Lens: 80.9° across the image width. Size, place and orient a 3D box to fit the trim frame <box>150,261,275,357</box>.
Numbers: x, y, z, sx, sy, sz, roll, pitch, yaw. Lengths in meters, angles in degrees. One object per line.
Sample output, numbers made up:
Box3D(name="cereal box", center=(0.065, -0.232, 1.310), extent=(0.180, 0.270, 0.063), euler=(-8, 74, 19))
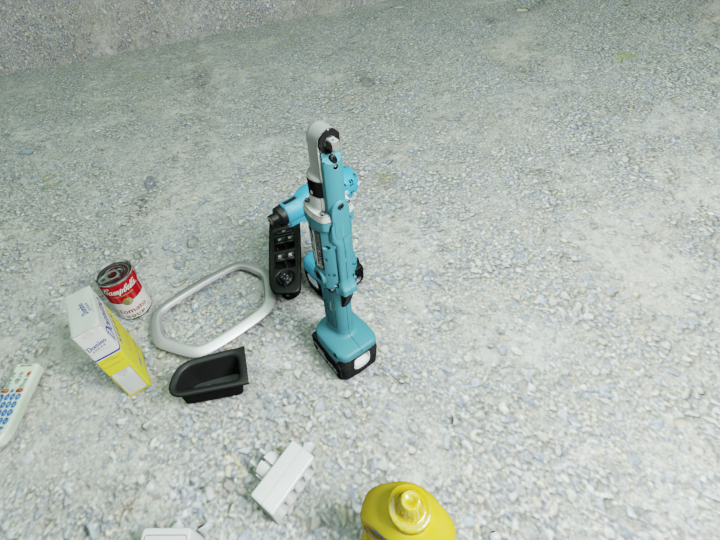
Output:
Box3D(name="trim frame", center=(-0.273, 0.066, 0.796), extent=(0.244, 0.026, 0.194), euler=(-36, 52, -25))

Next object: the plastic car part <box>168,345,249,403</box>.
Box3D(name="plastic car part", center=(-0.228, 0.174, 0.657), extent=(0.115, 0.068, 0.069), euler=(-14, 46, -6))

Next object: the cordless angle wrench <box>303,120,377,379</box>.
Box3D(name="cordless angle wrench", center=(-0.033, -0.003, 0.564), extent=(0.073, 0.407, 0.103), euler=(-28, 51, -23))

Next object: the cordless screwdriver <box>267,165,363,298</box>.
Box3D(name="cordless screwdriver", center=(-0.071, -0.047, 0.728), extent=(0.156, 0.240, 0.078), euler=(-32, 52, -24))

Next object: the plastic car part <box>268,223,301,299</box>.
Box3D(name="plastic car part", center=(-0.147, -0.023, 0.838), extent=(0.066, 0.064, 0.211), euler=(-8, 46, -2))
